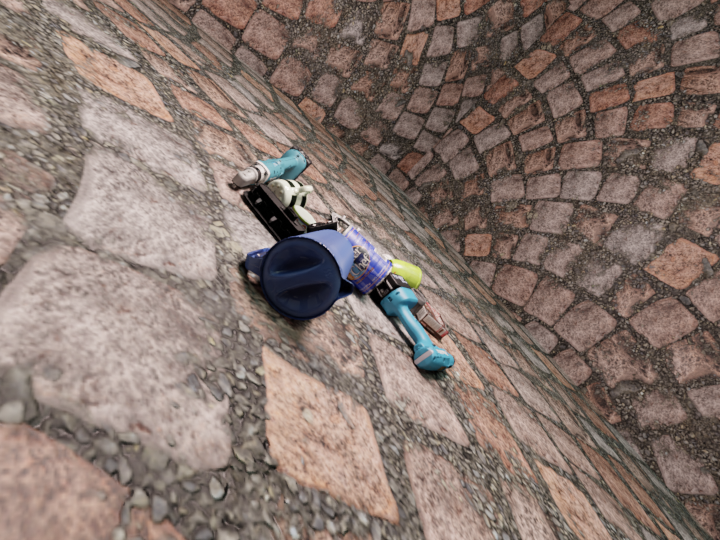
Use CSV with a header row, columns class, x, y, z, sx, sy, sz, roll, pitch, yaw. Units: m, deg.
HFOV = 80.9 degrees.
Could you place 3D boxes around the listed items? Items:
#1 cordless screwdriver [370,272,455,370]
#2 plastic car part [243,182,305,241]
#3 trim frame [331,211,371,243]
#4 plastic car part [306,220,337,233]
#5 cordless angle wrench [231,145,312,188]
class,x,y,z,sx,sy,sz,roll,pitch,yaw
cordless screwdriver,0.132,0.127,1.018,0.150,0.075,0.261,23,30,-51
plastic car part,-0.180,-0.117,0.917,0.209,0.067,0.064,46,24,16
trim frame,-0.024,-0.105,1.304,0.177,0.028,0.257,35,20,-22
plastic car part,-0.091,-0.060,0.935,0.064,0.113,0.075,-14,33,-23
cordless angle wrench,-0.231,-0.265,1.111,0.074,0.099,0.422,46,20,-7
